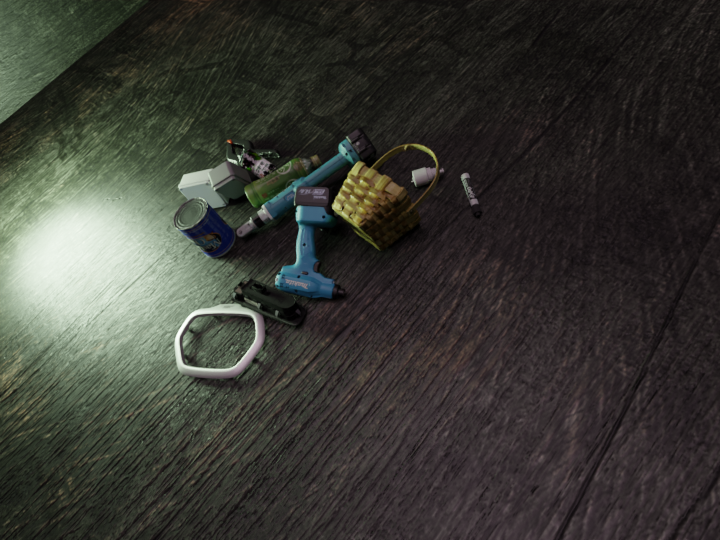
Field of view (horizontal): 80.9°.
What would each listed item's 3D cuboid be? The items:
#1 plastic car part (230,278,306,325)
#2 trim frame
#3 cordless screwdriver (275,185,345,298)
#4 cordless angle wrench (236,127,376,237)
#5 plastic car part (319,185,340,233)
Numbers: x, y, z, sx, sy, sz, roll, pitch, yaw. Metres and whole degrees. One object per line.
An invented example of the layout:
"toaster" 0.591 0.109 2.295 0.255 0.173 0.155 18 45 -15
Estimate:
"plastic car part" -0.213 0.063 0.975 0.213 0.065 0.065 21 44 28
"trim frame" -0.331 0.160 0.988 0.257 0.026 0.188 -5 59 22
"cordless screwdriver" -0.094 -0.061 0.959 0.164 0.072 0.249 10 86 16
"cordless angle wrench" -0.153 -0.213 1.109 0.425 0.098 0.074 -34 92 6
"plastic car part" -0.100 -0.158 1.075 0.074 0.062 0.117 0 55 38
